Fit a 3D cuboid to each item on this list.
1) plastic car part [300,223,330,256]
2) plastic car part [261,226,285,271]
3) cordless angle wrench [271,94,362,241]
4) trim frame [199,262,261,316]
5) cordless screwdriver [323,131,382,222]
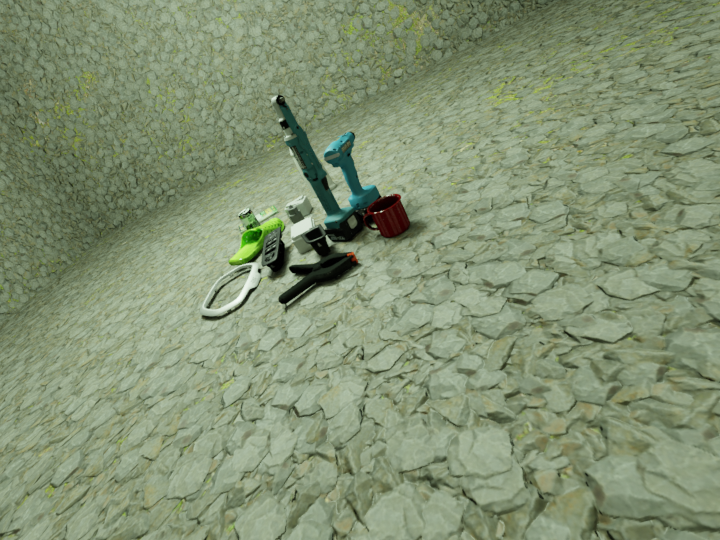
[{"bbox_3d":[-0.114,-0.074,1.164,0.066,0.068,0.121,-30,26,-4],"label":"plastic car part"},{"bbox_3d":[-0.261,-0.056,1.279,0.067,0.064,0.209,-25,27,8],"label":"plastic car part"},{"bbox_3d":[-0.126,-0.268,1.134,0.103,0.408,0.073,1,37,49],"label":"cordless angle wrench"},{"bbox_3d":[-0.380,0.054,1.247,0.188,0.026,0.253,-21,28,16],"label":"trim frame"},{"bbox_3d":[-0.010,-0.268,1.207,0.077,0.240,0.159,-12,29,33],"label":"cordless screwdriver"}]
